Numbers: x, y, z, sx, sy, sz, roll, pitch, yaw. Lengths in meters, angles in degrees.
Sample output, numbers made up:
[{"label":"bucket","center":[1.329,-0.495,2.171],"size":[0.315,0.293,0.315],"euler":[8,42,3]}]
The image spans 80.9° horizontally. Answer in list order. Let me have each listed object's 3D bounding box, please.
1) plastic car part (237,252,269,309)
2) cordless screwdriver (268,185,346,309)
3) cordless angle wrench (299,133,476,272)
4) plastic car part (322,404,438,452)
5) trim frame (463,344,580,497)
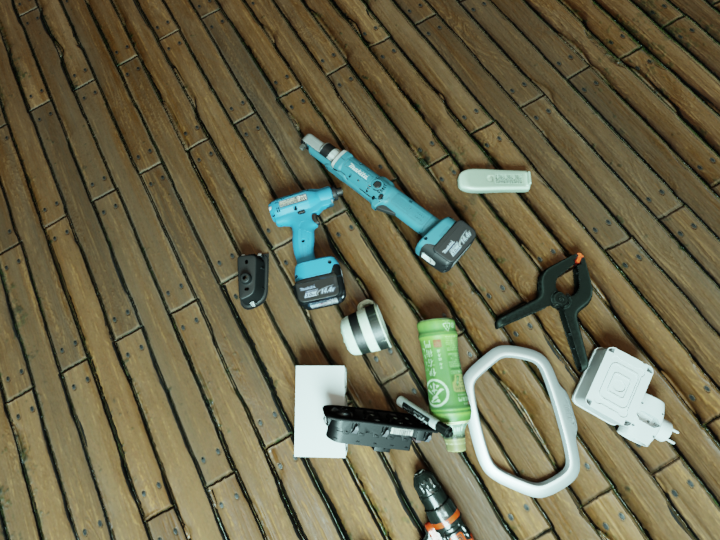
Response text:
[{"label":"plastic car part","center":[-0.223,0.015,0.851],"size":[0.066,0.069,0.119],"euler":[-6,71,4]},{"label":"cordless screwdriver","center":[-0.084,-0.055,0.855],"size":[0.159,0.072,0.256],"euler":[-18,69,0]},{"label":"cordless angle wrench","center":[0.035,-0.164,0.876],"size":[0.438,0.072,0.098],"euler":[40,81,18]},{"label":"plastic car part","center":[0.024,0.266,0.713],"size":[0.197,0.068,0.067],"euler":[18,95,-17]},{"label":"trim frame","center":[0.281,0.257,0.740],"size":[0.185,0.027,0.255],"euler":[-12,71,4]}]
